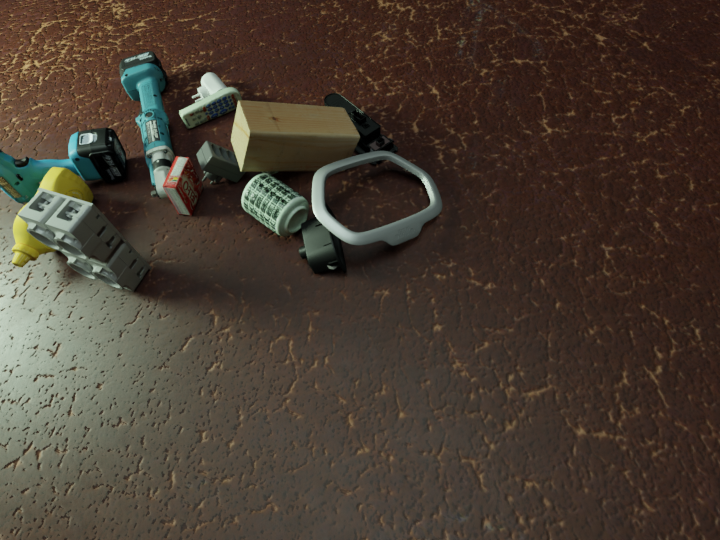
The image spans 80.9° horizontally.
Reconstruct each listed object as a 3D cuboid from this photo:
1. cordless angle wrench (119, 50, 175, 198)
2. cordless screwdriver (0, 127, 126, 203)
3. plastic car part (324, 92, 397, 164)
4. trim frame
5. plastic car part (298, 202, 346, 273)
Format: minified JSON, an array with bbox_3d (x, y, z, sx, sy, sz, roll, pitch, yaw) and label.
[{"bbox_3d":[-0.452,-0.320,0.923,0.097,0.072,0.441,-21,61,-6],"label":"cordless angle wrench"},{"bbox_3d":[-0.606,-0.221,0.831,0.247,0.154,0.077,-15,60,-5],"label":"cordless screwdriver"},{"bbox_3d":[-0.016,-0.298,0.856,0.066,0.064,0.213,-39,59,-9],"label":"plastic car part"},{"bbox_3d":[0.029,-0.126,0.724,0.242,0.027,0.191,-23,66,-28],"label":"trim frame"},{"bbox_3d":[-0.070,-0.046,0.712,0.072,0.063,0.120,-16,61,13],"label":"plastic car part"}]
